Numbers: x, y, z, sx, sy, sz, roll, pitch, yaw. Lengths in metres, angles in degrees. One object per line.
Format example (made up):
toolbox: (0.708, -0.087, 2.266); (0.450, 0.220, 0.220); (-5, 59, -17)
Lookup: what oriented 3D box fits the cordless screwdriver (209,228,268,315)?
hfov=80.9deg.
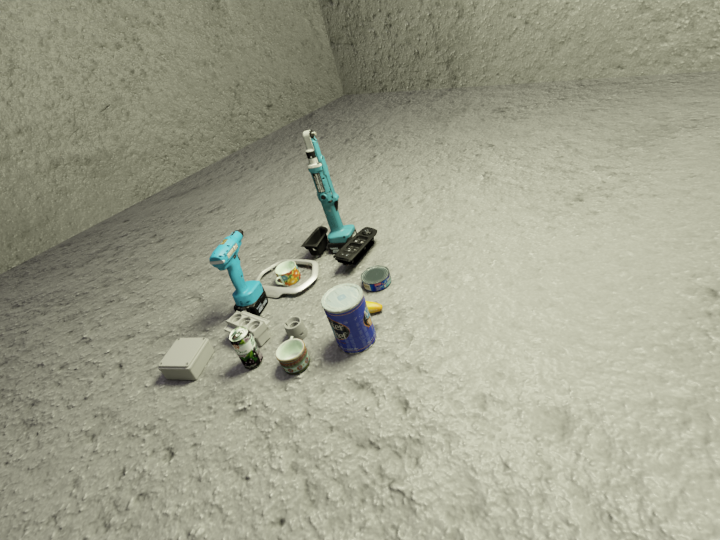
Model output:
cordless screwdriver: (-0.353, 0.009, 1.265); (0.077, 0.239, 0.161); (-6, 33, 20)

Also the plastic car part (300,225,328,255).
plastic car part: (-0.143, -0.093, 1.458); (0.069, 0.068, 0.116); (3, 38, 31)

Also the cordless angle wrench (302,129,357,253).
cordless angle wrench: (-0.107, -0.244, 1.347); (0.102, 0.406, 0.074); (-2, 34, 26)

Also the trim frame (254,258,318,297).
trim frame: (-0.244, 0.021, 1.384); (0.260, 0.026, 0.183); (4, 40, 32)

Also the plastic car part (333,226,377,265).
plastic car part: (-0.005, -0.073, 1.357); (0.069, 0.064, 0.201); (5, 40, 34)
